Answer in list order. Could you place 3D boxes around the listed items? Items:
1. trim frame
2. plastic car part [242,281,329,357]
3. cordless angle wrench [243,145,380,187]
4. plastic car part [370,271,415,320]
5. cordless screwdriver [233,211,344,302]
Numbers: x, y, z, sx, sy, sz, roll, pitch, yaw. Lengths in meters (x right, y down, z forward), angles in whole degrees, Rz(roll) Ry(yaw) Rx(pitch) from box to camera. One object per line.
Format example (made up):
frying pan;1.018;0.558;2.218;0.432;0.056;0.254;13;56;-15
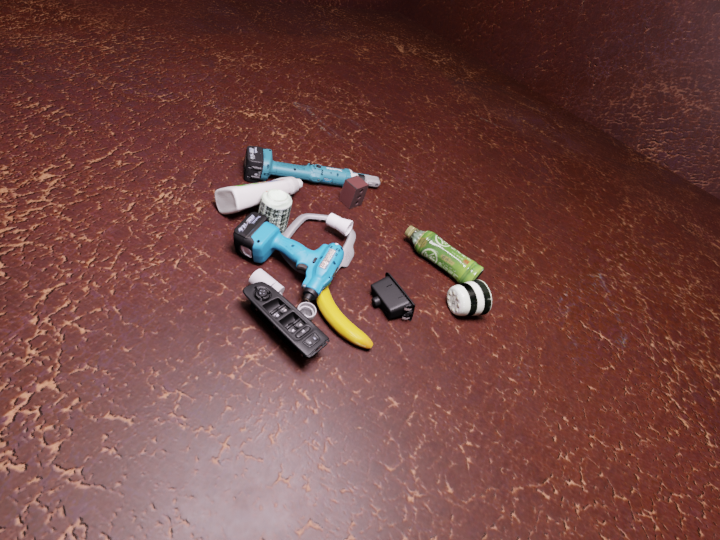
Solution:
trim frame;-0.106;-0.069;1.081;0.187;0.027;0.249;22;41;6
plastic car part;-0.158;0.100;0.855;0.210;0.066;0.065;41;53;19
cordless angle wrench;-0.136;-0.293;1.275;0.411;0.073;0.102;5;45;-17
plastic car part;0.064;0.067;0.977;0.069;0.064;0.123;-24;53;-20
cordless screwdriver;-0.176;-0.030;0.962;0.255;0.072;0.159;21;52;12
